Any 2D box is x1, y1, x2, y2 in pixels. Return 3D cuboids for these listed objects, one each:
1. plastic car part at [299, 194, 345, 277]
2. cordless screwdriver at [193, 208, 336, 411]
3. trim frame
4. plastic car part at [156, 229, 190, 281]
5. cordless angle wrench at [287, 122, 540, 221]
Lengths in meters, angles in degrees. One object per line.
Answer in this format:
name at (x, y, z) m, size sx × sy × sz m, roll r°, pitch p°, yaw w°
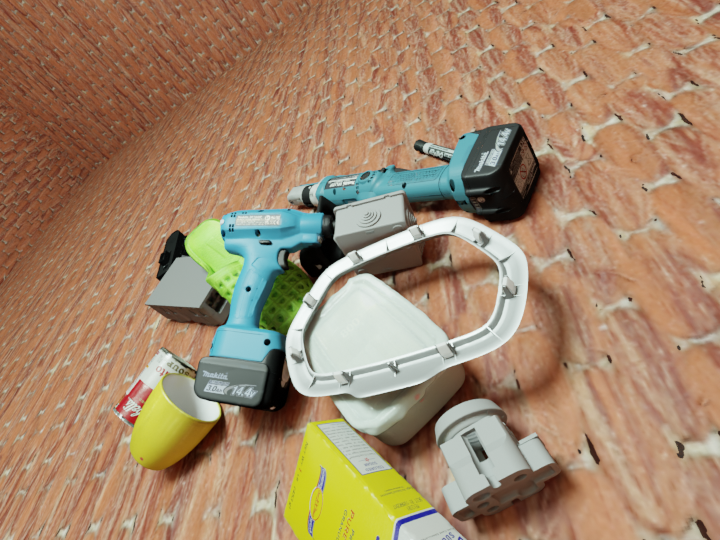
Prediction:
plastic car part at (-0.061, -0.040, 0.625) m, size 0.073 × 0.063 × 0.119 m, roll -30°, pitch 39°, yaw 41°
cordless screwdriver at (-0.105, 0.037, 0.514) m, size 0.162 × 0.071 × 0.254 m, roll -2°, pitch 66°, yaw 10°
trim frame at (0.027, 0.031, 0.398) m, size 0.255 × 0.026 × 0.189 m, roll -20°, pitch 43°, yaw 24°
plastic car part at (-0.397, -0.020, 0.903) m, size 0.067 × 0.064 × 0.211 m, roll -38°, pitch 34°, yaw 17°
cordless angle wrench at (0.024, -0.121, 0.617) m, size 0.444 × 0.070 × 0.098 m, roll 4°, pitch 56°, yaw 47°
